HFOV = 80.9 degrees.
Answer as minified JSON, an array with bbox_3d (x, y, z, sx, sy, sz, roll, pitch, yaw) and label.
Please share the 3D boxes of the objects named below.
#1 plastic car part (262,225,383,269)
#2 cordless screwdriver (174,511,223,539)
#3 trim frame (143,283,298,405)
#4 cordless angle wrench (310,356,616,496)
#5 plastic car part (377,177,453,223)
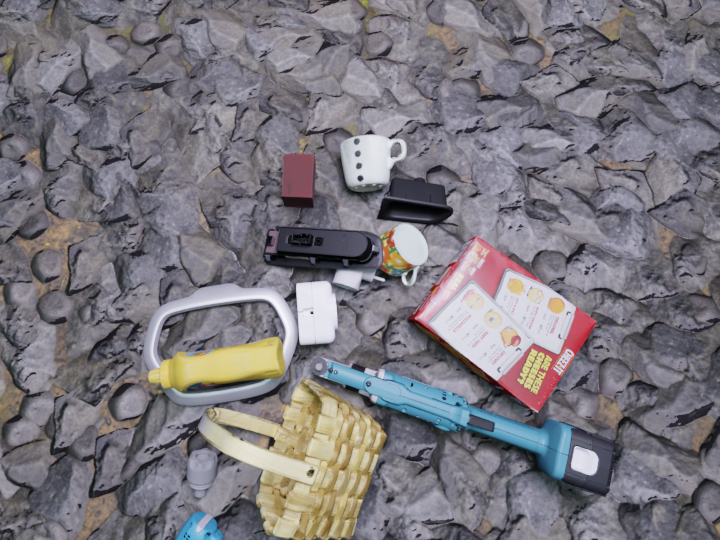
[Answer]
[{"bbox_3d":[-0.065,-0.042,0.661,0.209,0.064,0.067,6,70,17],"label":"plastic car part"},{"bbox_3d":[-0.171,0.473,0.574,0.254,0.073,0.159,27,80,10],"label":"cordless screwdriver"},{"bbox_3d":[-0.222,0.113,0.675,0.249,0.027,0.187,-10,79,1],"label":"trim frame"},{"bbox_3d":[0.128,0.206,0.622,0.430,0.096,0.075,17,80,9],"label":"cordless angle wrench"},{"bbox_3d":[0.091,-0.123,0.706,0.116,0.065,0.072,4,65,-3],"label":"plastic car part"}]
